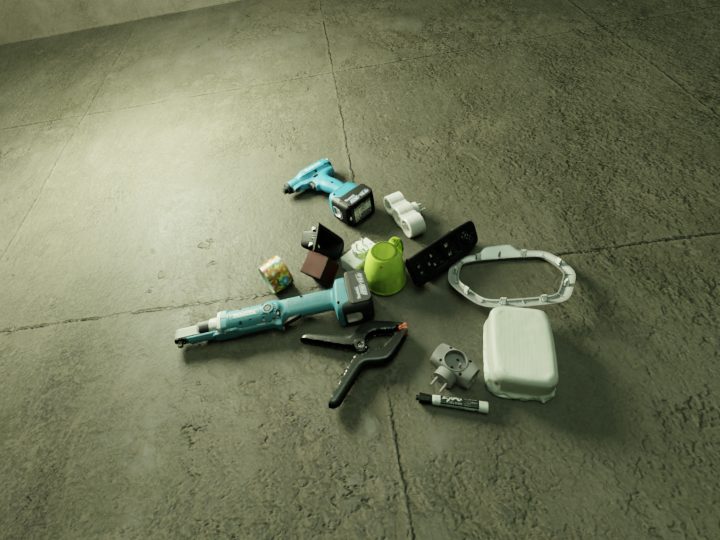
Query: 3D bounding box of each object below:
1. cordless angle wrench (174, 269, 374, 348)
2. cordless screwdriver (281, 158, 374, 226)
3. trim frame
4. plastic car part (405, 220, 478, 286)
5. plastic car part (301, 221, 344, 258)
[{"bbox_3d":[-0.187,0.094,0.888,0.424,0.071,0.102,-13,50,3],"label":"cordless angle wrench"},{"bbox_3d":[-0.089,-0.202,1.113,0.157,0.071,0.263,-34,49,-18],"label":"cordless screwdriver"},{"bbox_3d":[0.309,0.008,0.875,0.252,0.026,0.189,-7,37,7],"label":"trim frame"},{"bbox_3d":[0.176,-0.040,0.931,0.200,0.066,0.068,-32,6,-18],"label":"plastic car part"},{"bbox_3d":[-0.096,-0.063,0.985,0.074,0.110,0.066,3,77,30],"label":"plastic car part"}]
